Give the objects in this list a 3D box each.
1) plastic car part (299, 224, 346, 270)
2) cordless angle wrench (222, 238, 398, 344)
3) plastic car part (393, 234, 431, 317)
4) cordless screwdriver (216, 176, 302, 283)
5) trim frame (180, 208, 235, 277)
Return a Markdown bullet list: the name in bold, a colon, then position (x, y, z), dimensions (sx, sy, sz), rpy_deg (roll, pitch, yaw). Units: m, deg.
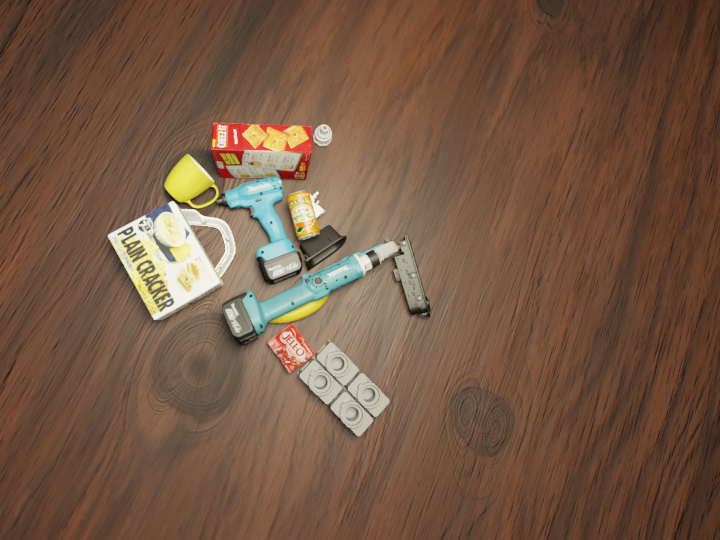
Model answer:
- **plastic car part**: position (-0.099, -0.065, 1.011), dimensions (0.115, 0.064, 0.073), rpy_deg (-38, 75, -14)
- **cordless angle wrench**: position (-0.098, 0.032, 0.956), dimensions (0.418, 0.072, 0.101), rpy_deg (-26, 69, -12)
- **plastic car part**: position (0.120, 0.021, 1.013), dimensions (0.067, 0.065, 0.205), rpy_deg (-19, 83, -1)
- **cordless screwdriver**: position (-0.234, -0.091, 0.992), dimensions (0.157, 0.074, 0.253), rpy_deg (-16, 79, -9)
- **trim frame**: position (-0.420, -0.052, 0.989), dimensions (0.247, 0.027, 0.186), rpy_deg (1, 79, -4)
